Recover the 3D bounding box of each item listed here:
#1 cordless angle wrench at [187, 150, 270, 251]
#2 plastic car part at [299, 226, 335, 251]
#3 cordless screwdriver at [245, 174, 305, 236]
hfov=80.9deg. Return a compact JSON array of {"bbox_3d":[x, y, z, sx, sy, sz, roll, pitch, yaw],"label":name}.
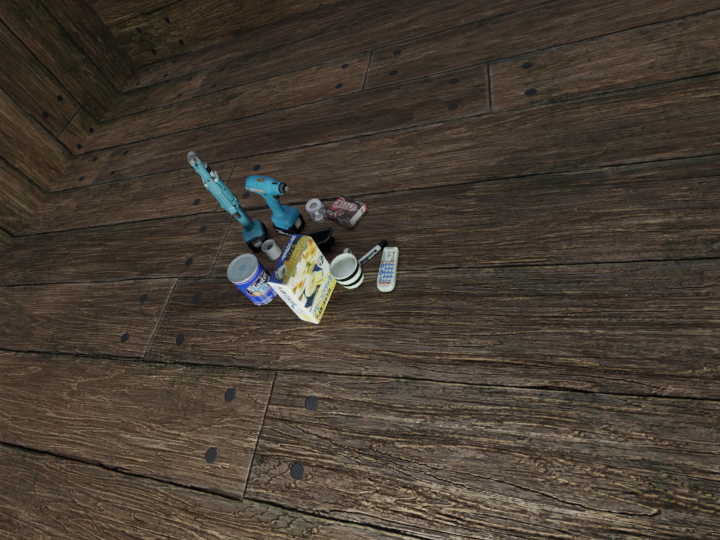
[{"bbox_3d":[-0.415,-0.216,1.339,0.075,0.401,0.103,-26,50,3],"label":"cordless angle wrench"},{"bbox_3d":[-0.130,-0.085,1.329,0.119,0.067,0.068,-14,52,15],"label":"plastic car part"},{"bbox_3d":[-0.253,-0.207,1.365,0.167,0.236,0.074,16,63,32],"label":"cordless screwdriver"}]
